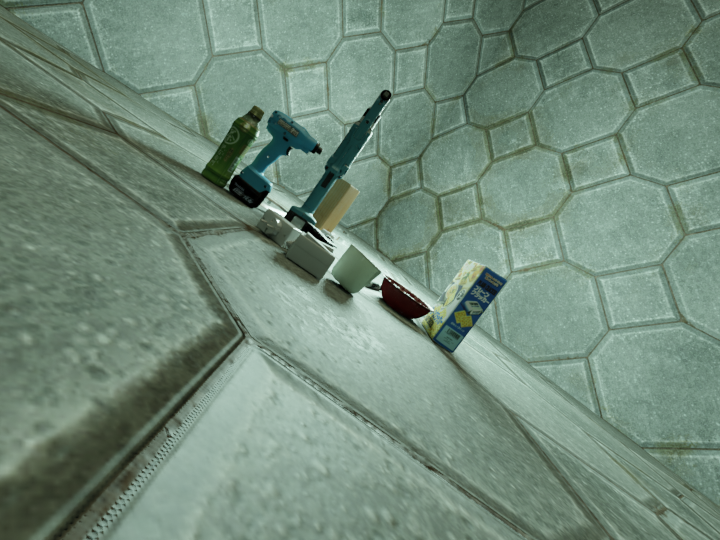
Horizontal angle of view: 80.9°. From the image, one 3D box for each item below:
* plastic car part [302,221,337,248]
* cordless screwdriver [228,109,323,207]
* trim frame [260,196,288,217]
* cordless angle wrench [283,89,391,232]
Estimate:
[{"bbox_3d":[-0.099,-0.065,1.016,0.067,0.067,0.199,36,6,6],"label":"plastic car part"},{"bbox_3d":[-0.223,-0.273,1.105,0.157,0.249,0.075,34,6,-9],"label":"cordless screwdriver"},{"bbox_3d":[-0.294,-0.208,1.280,0.191,0.027,0.240,37,6,17],"label":"trim frame"},{"bbox_3d":[-0.056,-0.254,1.028,0.074,0.423,0.099,35,6,-7],"label":"cordless angle wrench"}]
